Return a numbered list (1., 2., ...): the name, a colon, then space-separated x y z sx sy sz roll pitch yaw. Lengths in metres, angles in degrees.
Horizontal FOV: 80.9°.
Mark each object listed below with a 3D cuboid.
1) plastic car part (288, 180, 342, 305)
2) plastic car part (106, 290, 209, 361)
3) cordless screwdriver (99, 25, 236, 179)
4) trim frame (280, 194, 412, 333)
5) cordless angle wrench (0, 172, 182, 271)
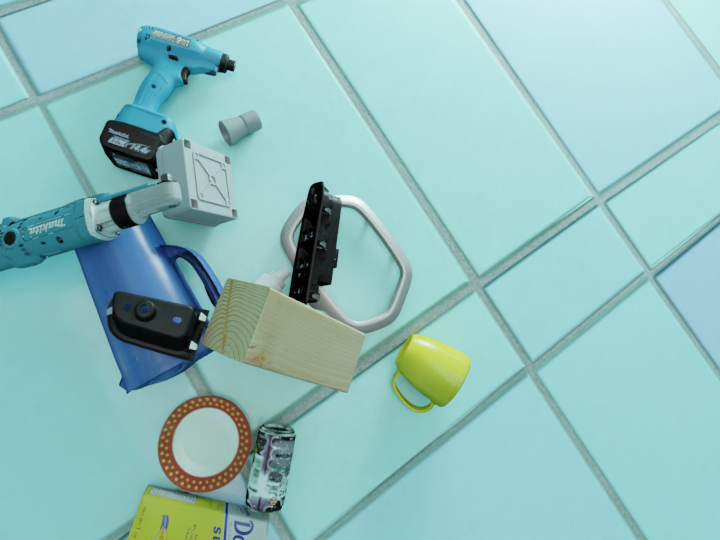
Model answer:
1. plastic car part: -0.064 -0.042 0.656 0.065 0.068 0.205 8 77 -21
2. plastic car part: -0.239 0.056 0.490 0.114 0.071 0.067 18 63 -14
3. cordless screwdriver: -0.304 -0.271 0.680 0.157 0.074 0.252 12 72 -9
4. trim frame: -0.023 -0.015 0.699 0.182 0.028 0.249 -36 88 -16
5. cordless angle wrench: -0.417 -0.038 0.529 0.428 0.072 0.099 -14 82 9
